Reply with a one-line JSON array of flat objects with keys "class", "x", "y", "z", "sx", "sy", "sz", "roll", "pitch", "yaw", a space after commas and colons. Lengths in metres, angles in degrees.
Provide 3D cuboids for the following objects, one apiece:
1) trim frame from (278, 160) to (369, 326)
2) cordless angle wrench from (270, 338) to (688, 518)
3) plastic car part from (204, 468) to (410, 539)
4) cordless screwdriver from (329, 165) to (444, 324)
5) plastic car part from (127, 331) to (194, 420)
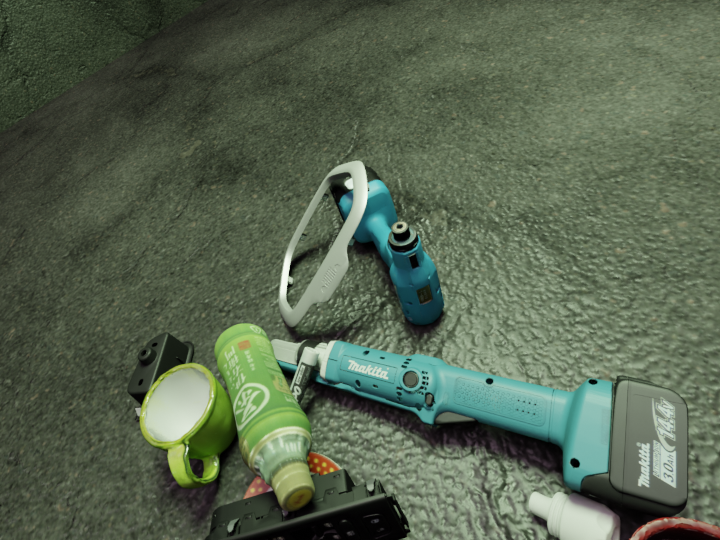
[{"class": "trim frame", "x": -0.056, "y": -0.037, "z": 0.577, "sx": 0.248, "sy": 0.026, "sz": 0.192, "roll": -56, "pitch": 29, "yaw": 22}, {"class": "cordless angle wrench", "x": 0.063, "y": 0.123, "z": 0.446, "sx": 0.444, "sy": 0.070, "sz": 0.099, "roll": 6, "pitch": 68, "yaw": 33}, {"class": "plastic car part", "x": -0.065, "y": 0.231, "z": 0.391, "sx": 0.204, "sy": 0.063, "sz": 0.070, "roll": -22, "pitch": 37, "yaw": 3}, {"class": "cordless screwdriver", "x": 0.027, "y": -0.060, "z": 0.567, "sx": 0.074, "sy": 0.151, "sz": 0.261, "roll": -26, "pitch": 44, "yaw": -2}, {"class": "plastic car part", "x": -0.281, "y": 0.138, "z": 0.585, "sx": 0.067, "sy": 0.067, "sz": 0.120, "roll": -9, "pitch": 51, "yaw": 12}]
